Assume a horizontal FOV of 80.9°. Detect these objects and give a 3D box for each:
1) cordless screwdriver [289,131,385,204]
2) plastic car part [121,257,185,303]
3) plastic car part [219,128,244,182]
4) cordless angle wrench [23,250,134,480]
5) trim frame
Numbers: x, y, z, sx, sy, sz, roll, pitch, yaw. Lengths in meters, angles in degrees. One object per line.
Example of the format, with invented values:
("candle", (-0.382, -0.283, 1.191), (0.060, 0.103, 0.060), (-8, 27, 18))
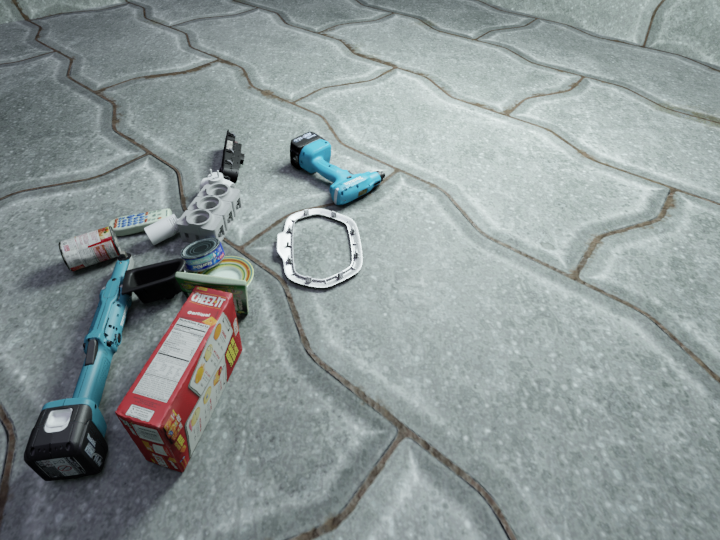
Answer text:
("cordless screwdriver", (-0.066, -0.276, 1.109), (0.156, 0.072, 0.261), (-29, 57, -27))
("plastic car part", (-0.385, 0.028, 0.811), (0.115, 0.068, 0.069), (-13, 43, -8))
("plastic car part", (-0.349, -0.296, 1.140), (0.065, 0.066, 0.210), (18, 40, -22))
("cordless angle wrench", (-0.441, 0.119, 0.722), (0.073, 0.095, 0.441), (-6, 42, -10))
("trim frame", (-0.091, -0.059, 0.930), (0.184, 0.027, 0.257), (-4, 48, -2))
